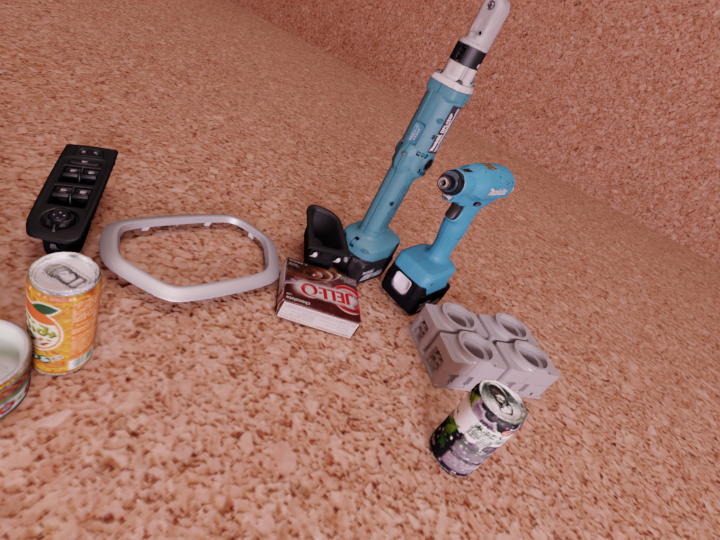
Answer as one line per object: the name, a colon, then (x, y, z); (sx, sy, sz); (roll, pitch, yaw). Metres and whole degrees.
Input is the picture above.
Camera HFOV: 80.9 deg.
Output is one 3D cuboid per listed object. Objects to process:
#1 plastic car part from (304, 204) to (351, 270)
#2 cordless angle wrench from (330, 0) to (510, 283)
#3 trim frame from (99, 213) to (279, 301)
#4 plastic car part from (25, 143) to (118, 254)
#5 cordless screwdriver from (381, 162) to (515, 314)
plastic car part: (-0.065, -0.042, 0.660); (0.064, 0.070, 0.121); (14, 34, -21)
cordless angle wrench: (0.076, -0.163, 0.601); (0.078, 0.420, 0.094); (45, 35, 24)
trim frame: (-0.219, -0.028, 0.575); (0.238, 0.027, 0.193); (-14, 49, -45)
plastic car part: (-0.359, -0.088, 0.530); (0.064, 0.066, 0.212); (10, 35, -25)
cordless screwdriver: (0.112, -0.045, 0.617); (0.152, 0.247, 0.078); (-11, 49, -46)
